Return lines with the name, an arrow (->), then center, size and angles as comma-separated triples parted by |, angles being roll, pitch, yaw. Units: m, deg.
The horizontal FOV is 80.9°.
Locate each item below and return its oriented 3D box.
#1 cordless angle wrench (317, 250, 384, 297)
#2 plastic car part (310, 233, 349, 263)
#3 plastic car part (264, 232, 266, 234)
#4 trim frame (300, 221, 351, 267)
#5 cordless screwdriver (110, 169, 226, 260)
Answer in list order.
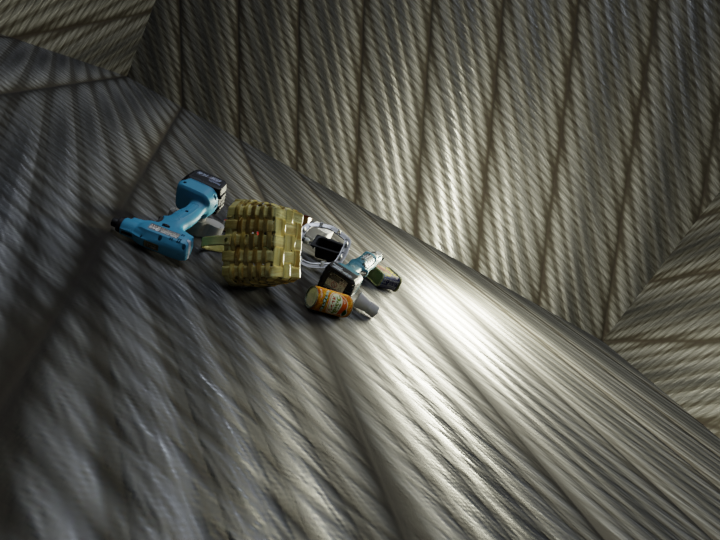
cordless angle wrench -> -0.003, -0.010, 1.274 | 0.100, 0.074, 0.414 | 32, 20, 9
plastic car part -> -0.100, -0.057, 1.344 | 0.118, 0.070, 0.066 | 22, 40, 8
plastic car part -> -0.263, -0.130, 1.320 | 0.193, 0.067, 0.070 | 15, 27, -35
trim frame -> -0.127, -0.083, 1.296 | 0.187, 0.027, 0.250 | 16, 38, 7
cordless screwdriver -> -0.395, -0.129, 0.901 | 0.158, 0.073, 0.253 | 19, 39, -4
